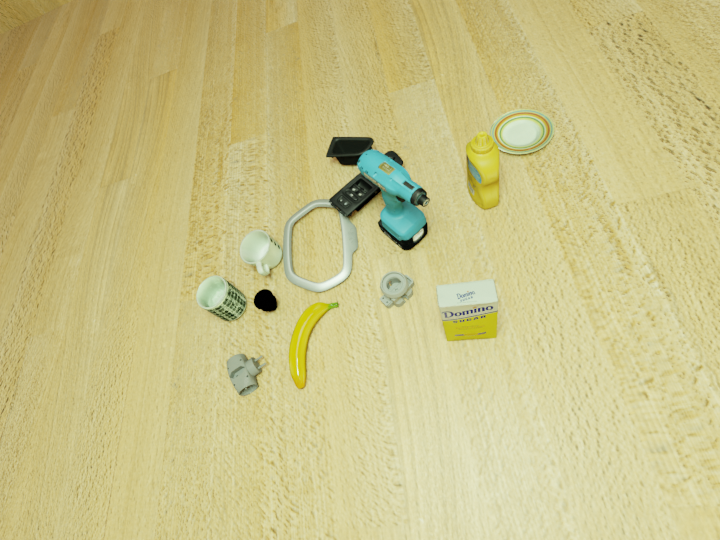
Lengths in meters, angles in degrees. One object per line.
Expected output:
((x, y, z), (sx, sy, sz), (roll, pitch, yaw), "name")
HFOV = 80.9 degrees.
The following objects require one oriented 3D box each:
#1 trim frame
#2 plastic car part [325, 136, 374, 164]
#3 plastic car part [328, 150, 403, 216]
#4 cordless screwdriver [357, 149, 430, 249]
((-0.098, -0.064, 1.006), (0.188, 0.026, 0.256), (-13, 60, 14), "trim frame")
((-0.017, -0.296, 1.072), (0.121, 0.067, 0.066), (9, 67, 24), "plastic car part")
((0.023, -0.201, 1.009), (0.202, 0.064, 0.070), (-44, 59, -6), "plastic car part")
((0.086, -0.123, 0.841), (0.074, 0.237, 0.168), (-42, 59, -6), "cordless screwdriver")
